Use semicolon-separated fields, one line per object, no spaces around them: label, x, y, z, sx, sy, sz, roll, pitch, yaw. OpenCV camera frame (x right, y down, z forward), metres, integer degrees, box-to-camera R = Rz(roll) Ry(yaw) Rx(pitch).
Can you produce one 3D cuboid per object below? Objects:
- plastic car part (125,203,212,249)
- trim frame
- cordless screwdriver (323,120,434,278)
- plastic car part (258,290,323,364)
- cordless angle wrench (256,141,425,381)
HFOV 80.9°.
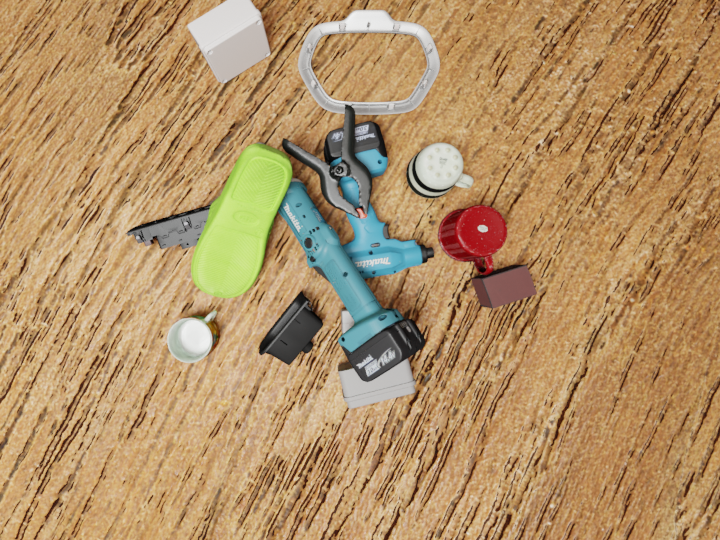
plastic car part;-0.275;-0.076;0.702;0.203;0.067;0.066;-21;98;-1
trim frame;0.015;-0.363;0.739;0.249;0.027;0.185;1;85;2
cordless screwdriver;0.026;-0.115;0.699;0.159;0.074;0.249;-9;90;-1
plastic car part;-0.105;0.103;0.693;0.069;0.068;0.116;36;90;-15
cordless angle wrench;-0.064;-0.042;0.654;0.099;0.071;0.437;-45;68;31
